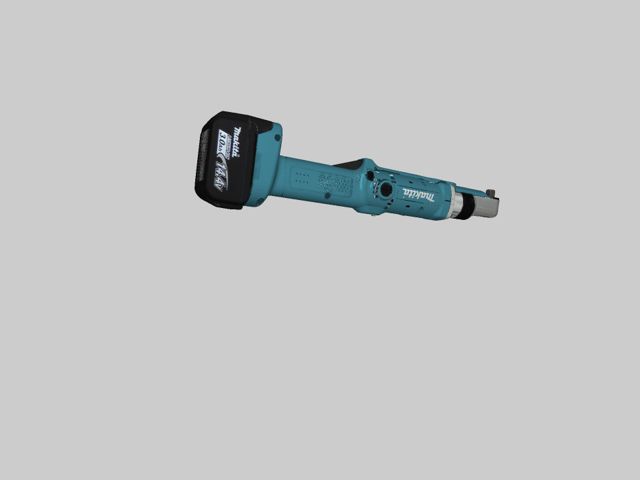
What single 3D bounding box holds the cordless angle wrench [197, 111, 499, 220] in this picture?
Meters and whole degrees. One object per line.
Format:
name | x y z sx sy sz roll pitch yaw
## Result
cordless angle wrench | 0.066 -0.064 0.531 0.422 0.098 0.074 6 2 -26
